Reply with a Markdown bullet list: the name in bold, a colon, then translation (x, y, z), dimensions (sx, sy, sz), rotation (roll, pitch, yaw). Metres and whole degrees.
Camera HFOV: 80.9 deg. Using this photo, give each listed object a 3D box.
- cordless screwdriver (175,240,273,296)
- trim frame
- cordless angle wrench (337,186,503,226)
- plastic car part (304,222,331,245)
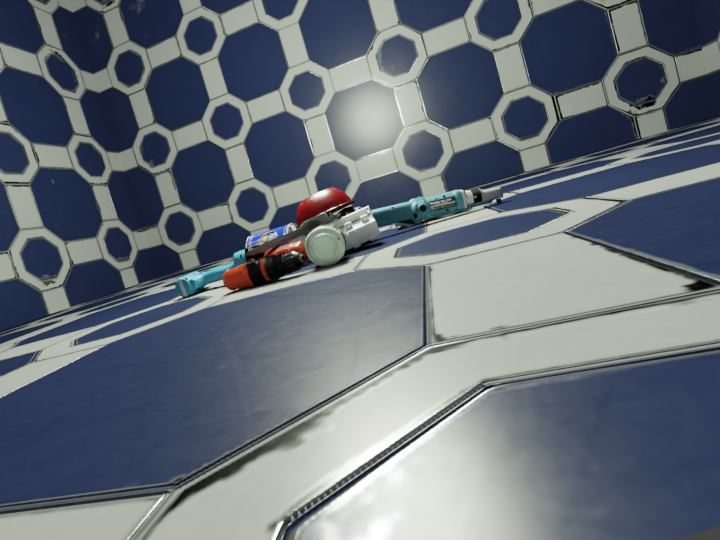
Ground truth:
- **cordless screwdriver**: translation (-0.337, -0.003, 1.090), dimensions (0.251, 0.074, 0.159), rotation (-19, 7, 7)
- **trim frame**: translation (-0.149, -0.084, 0.939), dimensions (0.241, 0.027, 0.190), rotation (-26, 6, -42)
- **cordless angle wrench**: translation (0.153, -0.154, 1.079), dimensions (0.424, 0.098, 0.074), rotation (-13, 2, 1)
- **plastic car part**: translation (-0.105, -0.069, 1.078), dimensions (0.072, 0.066, 0.115), rotation (-39, 3, 39)
